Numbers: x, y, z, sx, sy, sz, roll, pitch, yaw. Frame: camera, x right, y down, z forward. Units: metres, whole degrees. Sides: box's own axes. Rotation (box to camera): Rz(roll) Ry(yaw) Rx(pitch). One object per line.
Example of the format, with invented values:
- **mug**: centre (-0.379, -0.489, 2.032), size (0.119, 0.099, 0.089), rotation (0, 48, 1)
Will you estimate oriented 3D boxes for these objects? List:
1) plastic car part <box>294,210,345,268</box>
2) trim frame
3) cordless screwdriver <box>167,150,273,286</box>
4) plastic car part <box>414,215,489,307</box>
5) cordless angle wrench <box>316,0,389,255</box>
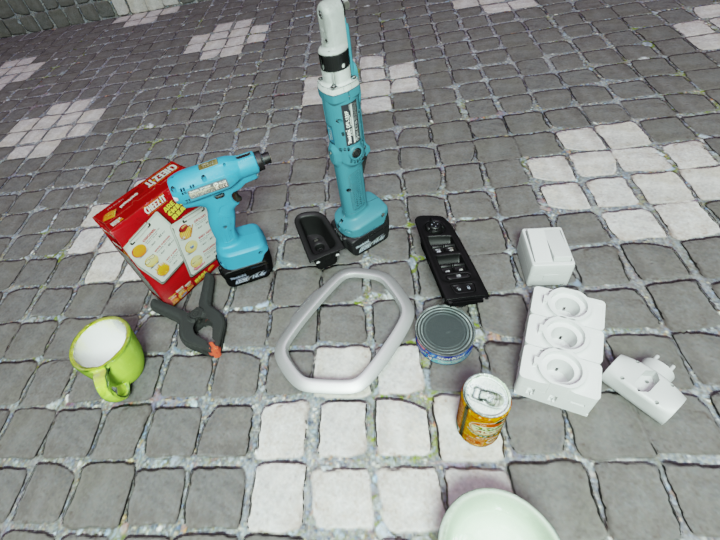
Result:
- **plastic car part**: centre (-0.076, -0.050, 0.775), size (0.065, 0.068, 0.122), rotation (-22, 50, -8)
- **trim frame**: centre (-0.025, 0.088, 0.675), size (0.193, 0.026, 0.247), rotation (23, 58, 28)
- **cordless screwdriver**: centre (-0.203, -0.087, 0.722), size (0.158, 0.238, 0.078), rotation (-20, 50, -8)
- **plastic car part**: centre (0.142, -0.016, 0.701), size (0.066, 0.064, 0.211), rotation (-12, 49, 0)
- **cordless angle wrench**: centre (-0.019, -0.195, 0.661), size (0.097, 0.406, 0.078), rotation (-30, 52, -16)
